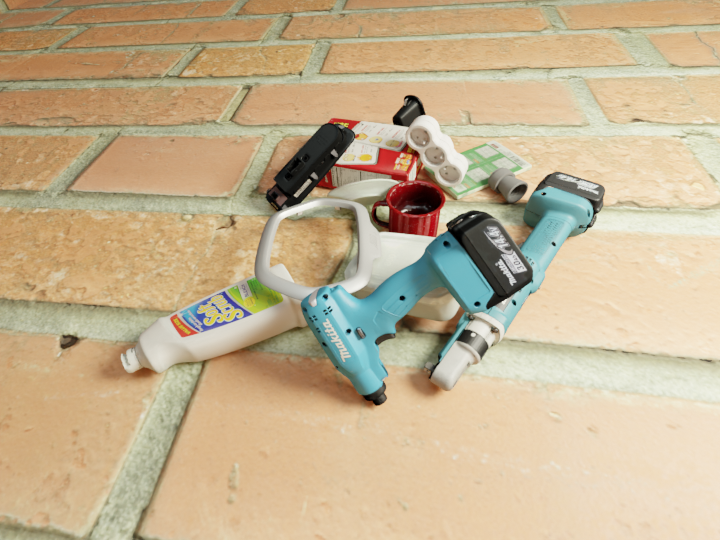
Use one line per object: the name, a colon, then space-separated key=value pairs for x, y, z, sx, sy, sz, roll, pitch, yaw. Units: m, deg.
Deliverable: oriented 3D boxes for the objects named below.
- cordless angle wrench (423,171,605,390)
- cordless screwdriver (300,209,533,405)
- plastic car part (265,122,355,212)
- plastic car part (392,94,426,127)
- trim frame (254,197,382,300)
cordless angle wrench: x=0.225 y=0.006 z=0.606 sx=0.103 sy=0.071 sz=0.418 roll=28 pitch=58 yaw=28
cordless screwdriver: x=0.070 y=0.047 z=0.493 sx=0.251 sy=0.157 sz=0.075 roll=-30 pitch=8 yaw=10
plastic car part: x=-0.098 y=-0.196 z=0.771 sx=0.203 sy=0.064 sz=0.069 roll=-44 pitch=65 yaw=3
plastic car part: x=0.099 y=-0.307 z=0.893 sx=0.071 sy=0.110 sz=0.070 roll=-46 pitch=56 yaw=-4
trim frame: x=-0.062 y=-0.040 z=0.632 sx=0.185 sy=0.026 sz=0.256 roll=-5 pitch=38 yaw=3
